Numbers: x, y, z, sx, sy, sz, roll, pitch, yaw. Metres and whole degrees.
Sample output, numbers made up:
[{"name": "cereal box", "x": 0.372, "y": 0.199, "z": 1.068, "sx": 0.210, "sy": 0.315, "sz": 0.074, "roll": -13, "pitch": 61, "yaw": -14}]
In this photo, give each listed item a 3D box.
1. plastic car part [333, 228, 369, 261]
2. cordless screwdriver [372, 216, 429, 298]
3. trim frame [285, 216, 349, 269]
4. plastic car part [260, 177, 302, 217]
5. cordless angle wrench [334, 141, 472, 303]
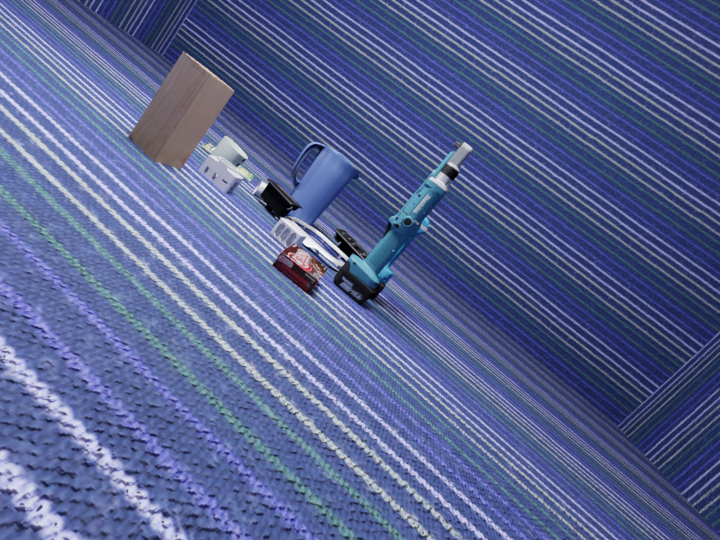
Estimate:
[{"name": "plastic car part", "x": -0.012, "y": -0.040, "z": 1.255, "sx": 0.211, "sy": 0.067, "sz": 0.063, "roll": 43, "pitch": 11, "yaw": 22}, {"name": "cordless screwdriver", "x": 0.087, "y": -0.048, "z": 1.119, "sx": 0.075, "sy": 0.249, "sz": 0.158, "roll": 40, "pitch": 11, "yaw": 0}, {"name": "trim frame", "x": -0.114, "y": -0.075, "z": 1.166, "sx": 0.260, "sy": 0.027, "sz": 0.175, "roll": 43, "pitch": 11, "yaw": 25}, {"name": "plastic car part", "x": -0.226, "y": -0.187, "z": 1.149, "sx": 0.121, "sy": 0.071, "sz": 0.063, "roll": 43, "pitch": 11, "yaw": 20}, {"name": "cordless angle wrench", "x": 0.104, "y": -0.111, "z": 0.959, "sx": 0.099, "sy": 0.424, "sz": 0.073, "roll": 40, "pitch": 11, "yaw": 3}]
